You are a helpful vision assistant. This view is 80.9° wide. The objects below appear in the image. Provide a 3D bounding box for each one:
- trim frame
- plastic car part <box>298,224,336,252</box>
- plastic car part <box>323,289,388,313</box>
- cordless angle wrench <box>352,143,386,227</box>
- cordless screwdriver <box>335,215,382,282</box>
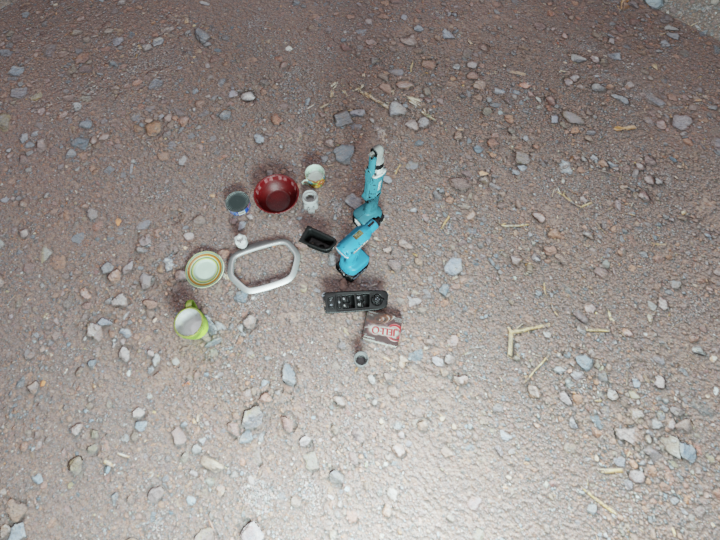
[{"bbox_3d":[-0.322,-0.020,1.412,0.247,0.027,0.190,-19,67,-6],"label":"trim frame"},{"bbox_3d":[-0.138,-0.090,1.413,0.119,0.069,0.066,24,70,10],"label":"plastic car part"},{"bbox_3d":[-0.014,0.102,1.327,0.203,0.065,0.068,-5,68,0],"label":"plastic car part"},{"bbox_3d":[0.036,-0.247,1.287,0.097,0.414,0.077,-36,75,-15],"label":"cordless angle wrench"},{"bbox_3d":[-0.004,-0.066,1.303,0.158,0.243,0.076,-42,76,-16],"label":"cordless screwdriver"}]
